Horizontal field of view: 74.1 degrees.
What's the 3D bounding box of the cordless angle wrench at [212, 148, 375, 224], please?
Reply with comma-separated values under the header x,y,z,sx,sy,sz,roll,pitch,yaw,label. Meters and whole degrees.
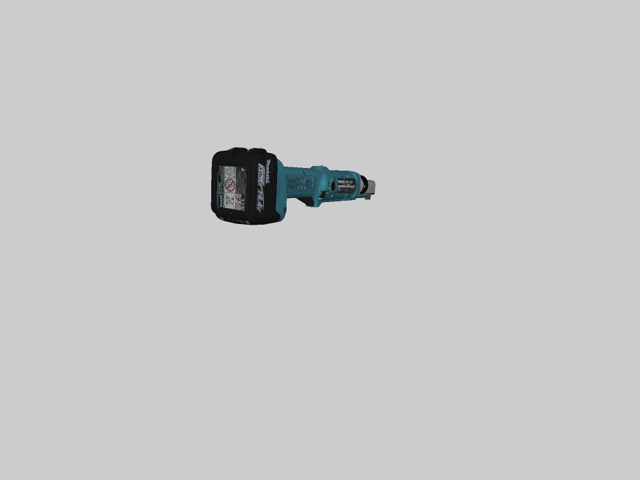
x,y,z,sx,sy,sz,roll,pitch,yaw,label
-0.002,-0.090,0.705,0.074,0.098,0.422,9,11,30,cordless angle wrench
